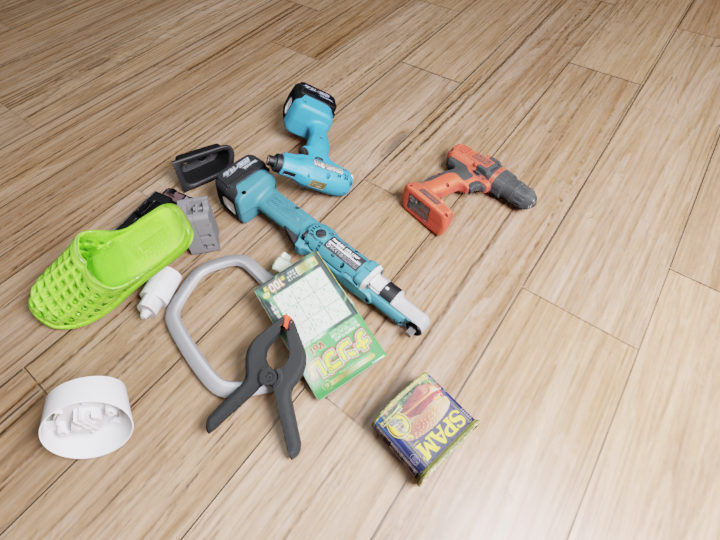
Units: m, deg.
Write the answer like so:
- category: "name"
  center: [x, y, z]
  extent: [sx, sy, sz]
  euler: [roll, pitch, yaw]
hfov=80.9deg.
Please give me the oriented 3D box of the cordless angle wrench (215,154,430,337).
- category: "cordless angle wrench"
  center: [-0.067, -0.044, 0.681]
  extent: [0.441, 0.072, 0.097]
  euler: [38, 63, 23]

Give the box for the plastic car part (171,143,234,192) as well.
- category: "plastic car part"
  center: [-0.308, -0.211, 0.819]
  extent: [0.114, 0.063, 0.075]
  euler: [-31, 46, -23]

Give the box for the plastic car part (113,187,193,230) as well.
- category: "plastic car part"
  center: [-0.368, -0.074, 0.719]
  extent: [0.067, 0.066, 0.203]
  euler: [25, 61, 7]

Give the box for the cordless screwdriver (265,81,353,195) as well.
- category: "cordless screwdriver"
  center: [-0.107, -0.253, 0.795]
  extent: [0.152, 0.075, 0.258]
  euler: [11, 50, -30]

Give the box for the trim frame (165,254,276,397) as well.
- category: "trim frame"
  center: [-0.178, 0.073, 0.625]
  extent: [0.181, 0.026, 0.261]
  euler: [-36, 59, -21]
